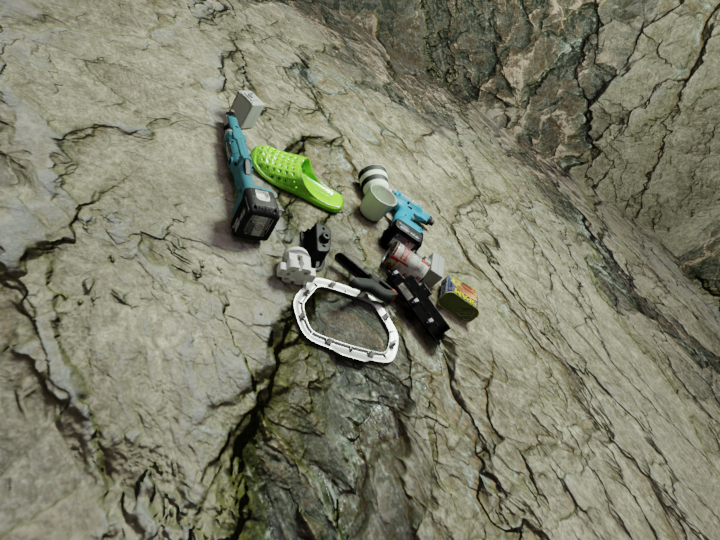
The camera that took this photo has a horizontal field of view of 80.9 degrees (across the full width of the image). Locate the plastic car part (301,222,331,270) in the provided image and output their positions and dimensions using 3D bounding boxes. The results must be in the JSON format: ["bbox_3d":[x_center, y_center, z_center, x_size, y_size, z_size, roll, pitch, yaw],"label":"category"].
[{"bbox_3d":[-0.092,-0.060,0.938,0.063,0.071,0.121,19,38,-22],"label":"plastic car part"}]

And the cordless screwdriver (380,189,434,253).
[{"bbox_3d":[0.140,-0.124,1.187,0.156,0.074,0.252,30,34,-11],"label":"cordless screwdriver"}]

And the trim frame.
[{"bbox_3d":[-0.023,0.101,0.861,0.239,0.028,0.190,21,41,-22],"label":"trim frame"}]

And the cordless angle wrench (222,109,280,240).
[{"bbox_3d":[-0.277,-0.246,0.981,0.071,0.098,0.443,8,42,-35],"label":"cordless angle wrench"}]

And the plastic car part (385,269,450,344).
[{"bbox_3d":[0.139,0.075,0.976,0.210,0.067,0.064,60,4,21],"label":"plastic car part"}]
